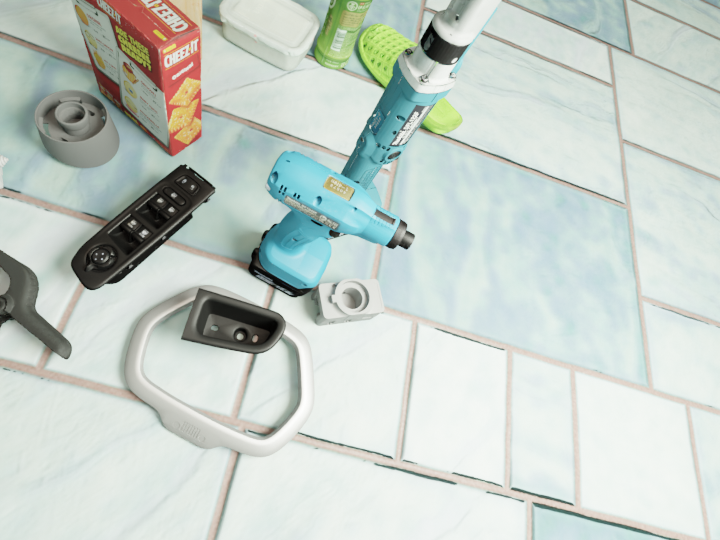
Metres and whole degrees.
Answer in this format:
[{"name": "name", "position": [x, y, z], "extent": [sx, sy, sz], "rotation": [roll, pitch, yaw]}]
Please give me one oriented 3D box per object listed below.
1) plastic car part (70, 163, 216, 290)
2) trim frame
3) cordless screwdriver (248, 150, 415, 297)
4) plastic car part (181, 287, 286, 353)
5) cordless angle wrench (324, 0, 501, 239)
[{"name": "plastic car part", "position": [-0.287, -0.054, 0.562], "extent": [0.067, 0.067, 0.201], "rotation": [40, 63, 0]}, {"name": "trim frame", "position": [-0.173, 0.124, 0.539], "extent": [0.247, 0.027, 0.185], "rotation": [28, 63, -3]}, {"name": "cordless screwdriver", "position": [-0.051, -0.033, 0.517], "extent": [0.158, 0.250, 0.075], "rotation": [29, 63, -7]}, {"name": "plastic car part", "position": [-0.160, 0.076, 0.540], "extent": [0.115, 0.071, 0.067], "rotation": [17, 65, -10]}, {"name": "cordless angle wrench", "position": [0.029, -0.156, 0.495], "extent": [0.095, 0.425, 0.076], "rotation": [-17, 77, -25]}]
